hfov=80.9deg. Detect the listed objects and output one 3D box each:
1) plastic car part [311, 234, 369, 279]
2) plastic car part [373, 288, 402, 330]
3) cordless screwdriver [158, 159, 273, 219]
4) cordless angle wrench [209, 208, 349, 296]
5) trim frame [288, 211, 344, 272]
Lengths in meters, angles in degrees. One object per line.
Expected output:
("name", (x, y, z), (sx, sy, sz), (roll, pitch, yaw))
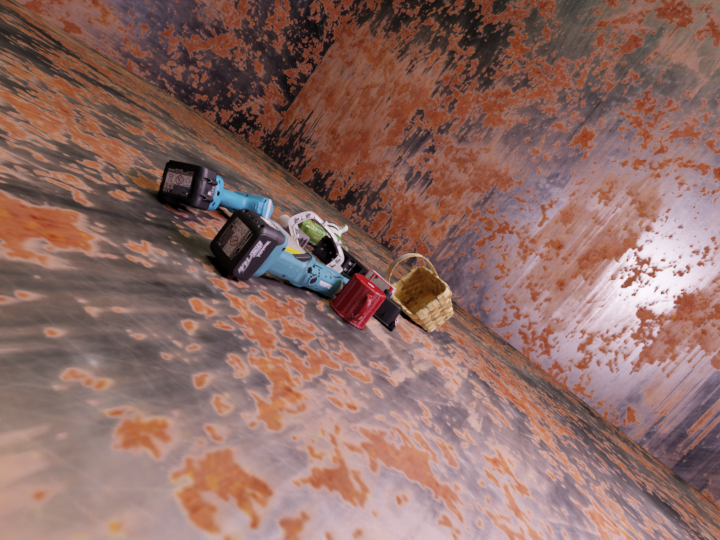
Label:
("plastic car part", (-0.042, -0.009, 1.196), (0.210, 0.066, 0.065), (38, -17, 17))
("plastic car part", (0.055, 0.082, 1.025), (0.120, 0.071, 0.064), (41, 8, 14))
("cordless screwdriver", (-0.303, -0.155, 0.856), (0.165, 0.074, 0.239), (15, 2, 20))
("cordless angle wrench", (-0.106, 0.001, 0.809), (0.078, 0.098, 0.401), (42, 6, 28))
("trim frame", (-0.106, -0.069, 1.084), (0.184, 0.028, 0.244), (59, 21, -2))
